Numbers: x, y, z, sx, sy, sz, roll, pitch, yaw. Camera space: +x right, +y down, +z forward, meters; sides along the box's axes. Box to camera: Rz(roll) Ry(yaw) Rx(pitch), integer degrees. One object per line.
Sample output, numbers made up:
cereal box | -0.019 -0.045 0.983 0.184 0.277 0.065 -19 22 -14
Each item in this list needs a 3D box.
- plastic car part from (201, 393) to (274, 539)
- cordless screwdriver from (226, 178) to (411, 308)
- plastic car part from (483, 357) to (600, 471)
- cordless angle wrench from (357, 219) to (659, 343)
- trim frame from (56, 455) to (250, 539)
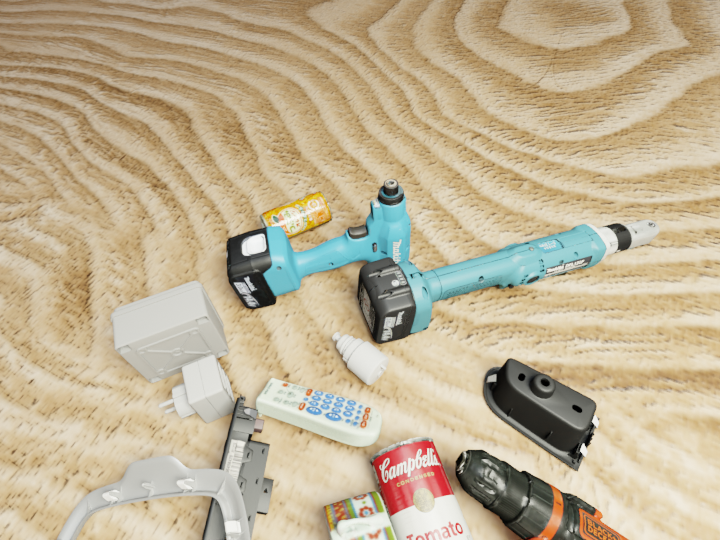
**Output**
plastic car part | -0.125 0.237 0.415 0.066 0.066 0.207 20 50 -12
cordless screwdriver | -0.055 -0.036 0.564 0.248 0.153 0.077 -12 51 -2
plastic car part | 0.192 0.137 0.446 0.122 0.068 0.065 31 58 24
cordless angle wrench | 0.207 -0.007 0.553 0.418 0.095 0.078 -15 55 -9
trim frame | -0.201 0.266 0.369 0.254 0.026 0.190 -19 48 20
